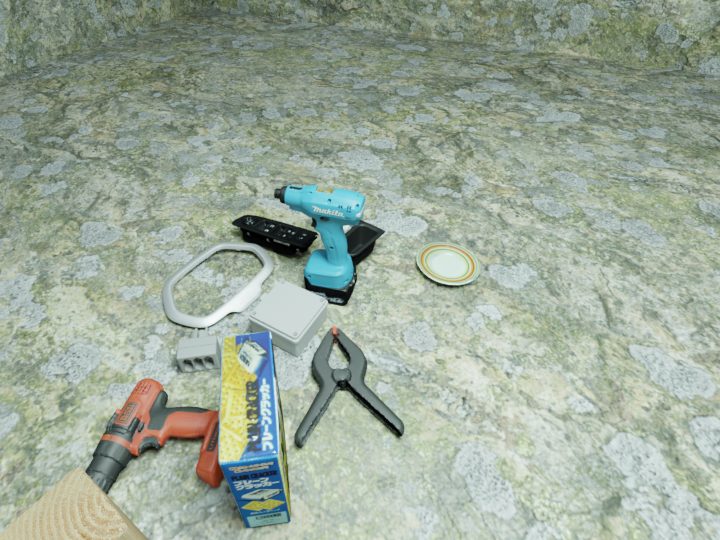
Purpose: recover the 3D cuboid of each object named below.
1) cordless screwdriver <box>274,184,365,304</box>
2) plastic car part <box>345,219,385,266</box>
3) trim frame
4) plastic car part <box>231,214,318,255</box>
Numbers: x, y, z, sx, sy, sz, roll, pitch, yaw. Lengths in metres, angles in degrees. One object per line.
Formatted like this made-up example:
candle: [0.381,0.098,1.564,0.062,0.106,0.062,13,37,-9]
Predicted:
cordless screwdriver: [-0.077,-0.051,0.792,0.163,0.241,0.075,13,44,11]
plastic car part: [-0.007,-0.047,0.911,0.069,0.069,0.115,26,49,24]
trim frame: [-0.293,0.021,0.876,0.192,0.027,0.245,24,49,24]
plastic car part: [-0.196,-0.079,0.952,0.211,0.065,0.066,21,47,21]
